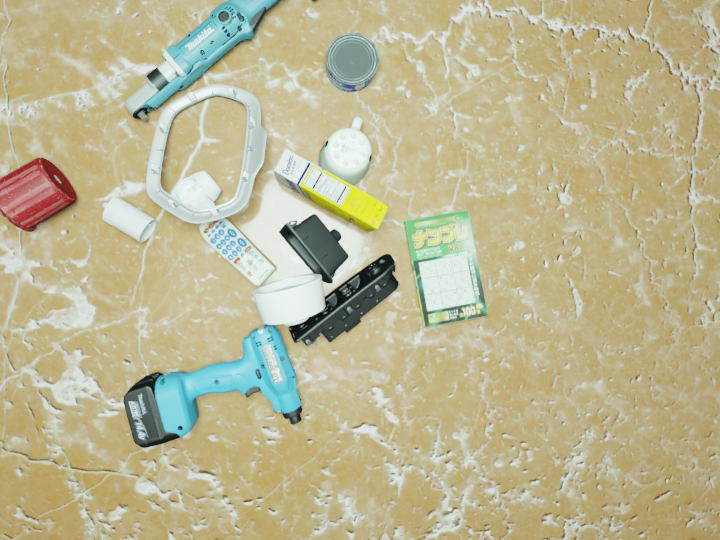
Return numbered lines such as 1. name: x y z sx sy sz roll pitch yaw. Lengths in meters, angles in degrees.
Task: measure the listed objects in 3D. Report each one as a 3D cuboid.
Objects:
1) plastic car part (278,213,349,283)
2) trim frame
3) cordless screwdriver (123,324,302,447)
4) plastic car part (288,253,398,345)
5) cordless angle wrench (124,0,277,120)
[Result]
1. plastic car part: -0.066 -0.043 0.675 0.070 0.067 0.116 -44 95 -17
2. trim frame: -0.237 -0.189 0.656 0.185 0.027 0.253 2 70 3
3. cordless screwdriver: -0.220 0.199 0.655 0.247 0.075 0.159 -21 90 -6
4. plastic car part: -0.016 0.053 0.668 0.203 0.068 0.066 -42 103 -2
5. cordless angle wrench: -0.210 -0.391 0.675 0.423 0.074 0.098 -40 92 0
